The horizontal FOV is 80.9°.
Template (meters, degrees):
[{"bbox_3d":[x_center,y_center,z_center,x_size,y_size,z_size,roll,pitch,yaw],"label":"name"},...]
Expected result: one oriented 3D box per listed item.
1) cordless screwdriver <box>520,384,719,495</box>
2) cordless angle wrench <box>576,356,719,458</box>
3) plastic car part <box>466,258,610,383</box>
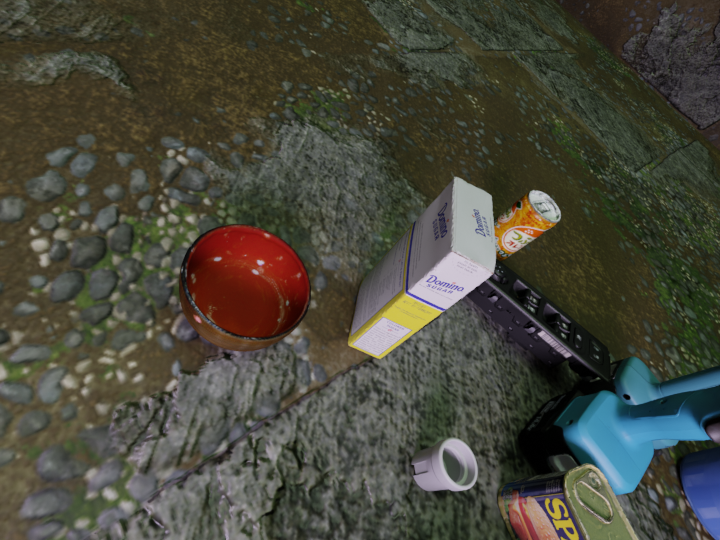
[{"bbox_3d":[0.256,0.144,0.362,0.154,0.251,0.076,-25,76,-41],"label":"cordless screwdriver"},{"bbox_3d":[0.403,0.080,0.374,0.072,0.426,0.100,-25,76,-41],"label":"cordless angle wrench"},{"bbox_3d":[0.205,0.055,0.523,0.205,0.067,0.065,44,47,6],"label":"plastic car part"}]
